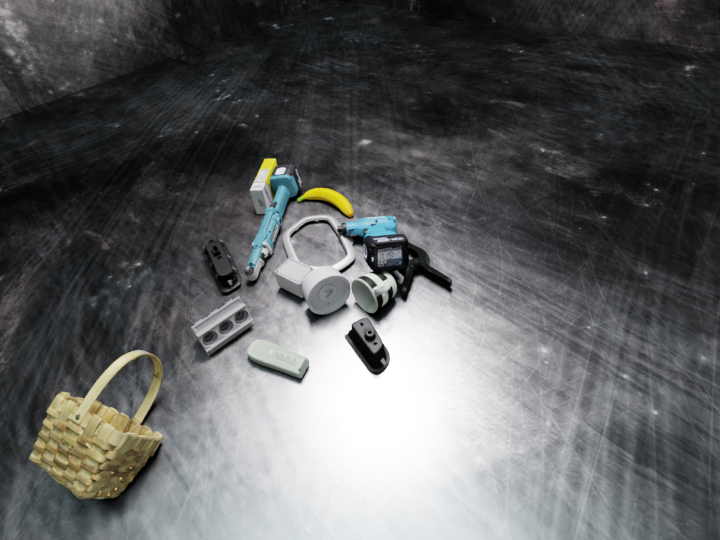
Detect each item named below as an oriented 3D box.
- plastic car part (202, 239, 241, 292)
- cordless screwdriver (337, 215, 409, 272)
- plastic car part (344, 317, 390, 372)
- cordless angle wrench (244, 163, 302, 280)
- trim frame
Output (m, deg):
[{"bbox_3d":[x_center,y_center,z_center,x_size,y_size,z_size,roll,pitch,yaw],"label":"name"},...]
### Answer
[{"bbox_3d":[-0.370,-0.025,1.124,0.065,0.065,0.214,-19,47,-22],"label":"plastic car part"},{"bbox_3d":[0.027,-0.077,1.051,0.159,0.072,0.255,-5,23,-3],"label":"cordless screwdriver"},{"bbox_3d":[0.018,0.144,0.876,0.065,0.068,0.123,-24,43,-15],"label":"plastic car part"},{"bbox_3d":[-0.253,-0.142,1.208,0.076,0.093,0.432,-4,48,15],"label":"cordless angle wrench"},{"bbox_3d":[-0.113,-0.074,1.151,0.182,0.026,0.261,-20,43,-10],"label":"trim frame"}]
